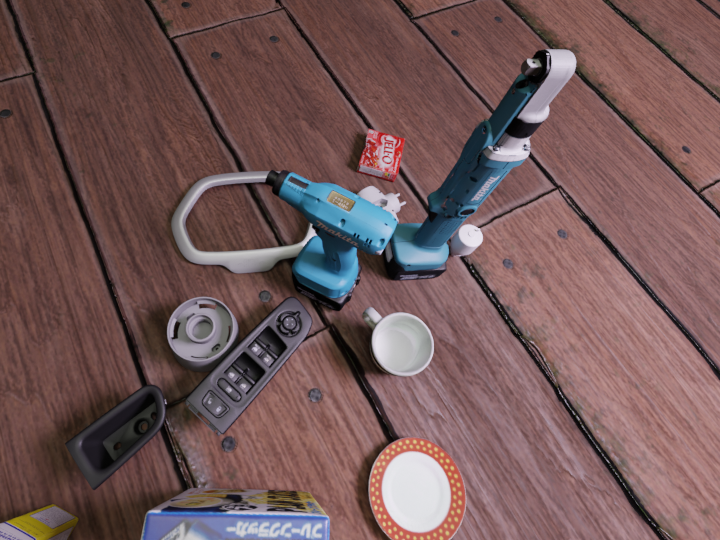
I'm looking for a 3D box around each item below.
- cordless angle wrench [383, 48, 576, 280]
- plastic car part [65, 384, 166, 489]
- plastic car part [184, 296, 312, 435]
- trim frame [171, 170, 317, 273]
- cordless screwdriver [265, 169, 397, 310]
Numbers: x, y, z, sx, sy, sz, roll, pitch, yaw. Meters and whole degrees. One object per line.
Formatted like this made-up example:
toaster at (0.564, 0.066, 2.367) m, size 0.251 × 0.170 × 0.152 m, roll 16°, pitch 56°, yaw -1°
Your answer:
cordless angle wrench at (0.124, -0.095, 0.528) m, size 0.096 × 0.418 × 0.076 m, roll -2°, pitch 68°, yaw -12°
plastic car part at (-0.290, 0.203, 0.535) m, size 0.115 × 0.070 × 0.068 m, roll -39°, pitch 78°, yaw -22°
plastic car part at (-0.143, 0.126, 0.589) m, size 0.068 × 0.066 × 0.201 m, roll 38°, pitch 67°, yaw 8°
trim frame at (-0.187, -0.085, 0.704) m, size 0.245 × 0.027 × 0.189 m, roll -6°, pitch 66°, yaw -9°
cordless screwdriver at (-0.056, -0.037, 0.576) m, size 0.161 × 0.246 × 0.074 m, roll 29°, pitch 65°, yaw 3°
